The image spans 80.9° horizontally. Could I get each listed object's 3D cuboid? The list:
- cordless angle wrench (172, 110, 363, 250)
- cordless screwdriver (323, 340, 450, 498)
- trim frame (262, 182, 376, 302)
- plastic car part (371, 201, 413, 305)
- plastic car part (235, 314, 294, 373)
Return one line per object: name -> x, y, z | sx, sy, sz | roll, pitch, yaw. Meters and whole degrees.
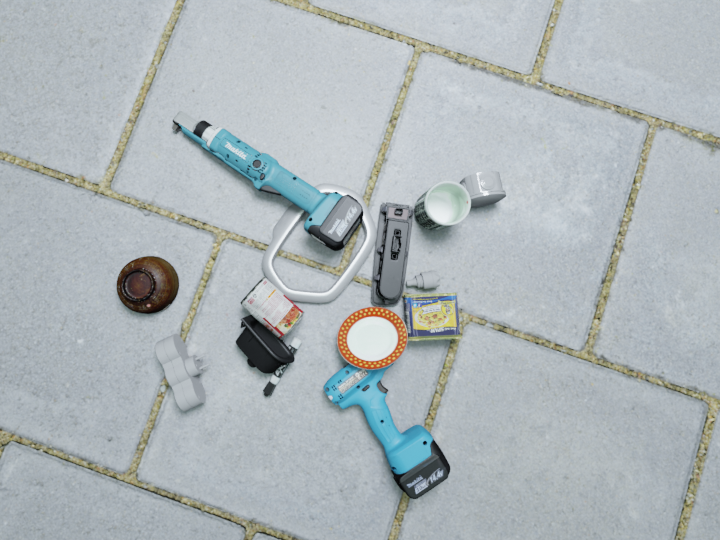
cordless angle wrench -> -0.190, -0.190, 0.802 | 0.432, 0.073, 0.098 | 34, 85, 11
cordless screwdriver -> 0.066, 0.261, 0.770 | 0.159, 0.073, 0.252 | -38, 82, -4
trim frame -> -0.080, -0.052, 0.821 | 0.185, 0.027, 0.248 | 35, 88, 2
plastic car part -> 0.064, -0.030, 0.803 | 0.065, 0.068, 0.203 | 9, 88, -9
plastic car part -> -0.186, 0.145, 0.782 | 0.071, 0.064, 0.119 | -44, 78, 16
